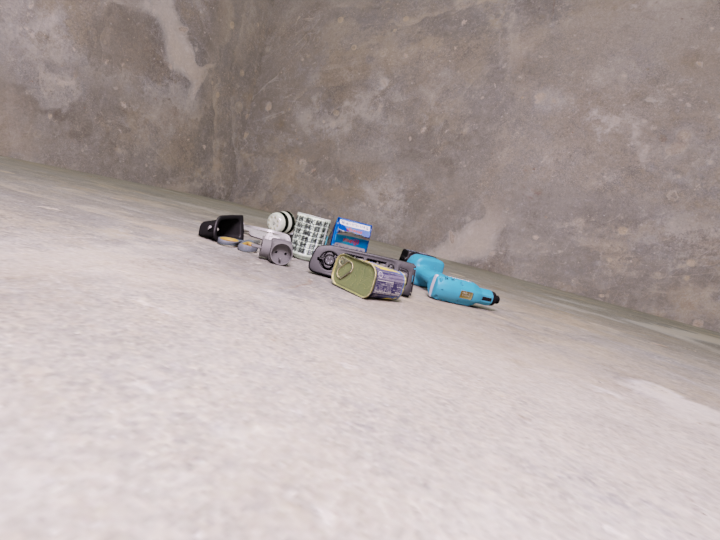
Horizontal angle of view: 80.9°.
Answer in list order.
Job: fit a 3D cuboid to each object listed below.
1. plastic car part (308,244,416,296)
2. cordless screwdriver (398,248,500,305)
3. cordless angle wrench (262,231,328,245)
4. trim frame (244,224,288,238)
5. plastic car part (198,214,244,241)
[{"bbox_3d":[0.000,-0.003,0.825,0.202,0.066,0.067,14,-4,-4],"label":"plastic car part"},{"bbox_3d":[0.191,0.021,0.980,0.155,0.074,0.258,12,11,-18],"label":"cordless screwdriver"},{"bbox_3d":[-0.114,-0.074,1.163,0.103,0.074,0.404,17,10,29],"label":"cordless angle wrench"},{"bbox_3d":[-0.254,-0.102,1.273,0.259,0.027,0.177,19,7,23],"label":"trim frame"},{"bbox_3d":[-0.325,-0.095,0.967,0.073,0.066,0.113,0,4,21],"label":"plastic car part"}]
